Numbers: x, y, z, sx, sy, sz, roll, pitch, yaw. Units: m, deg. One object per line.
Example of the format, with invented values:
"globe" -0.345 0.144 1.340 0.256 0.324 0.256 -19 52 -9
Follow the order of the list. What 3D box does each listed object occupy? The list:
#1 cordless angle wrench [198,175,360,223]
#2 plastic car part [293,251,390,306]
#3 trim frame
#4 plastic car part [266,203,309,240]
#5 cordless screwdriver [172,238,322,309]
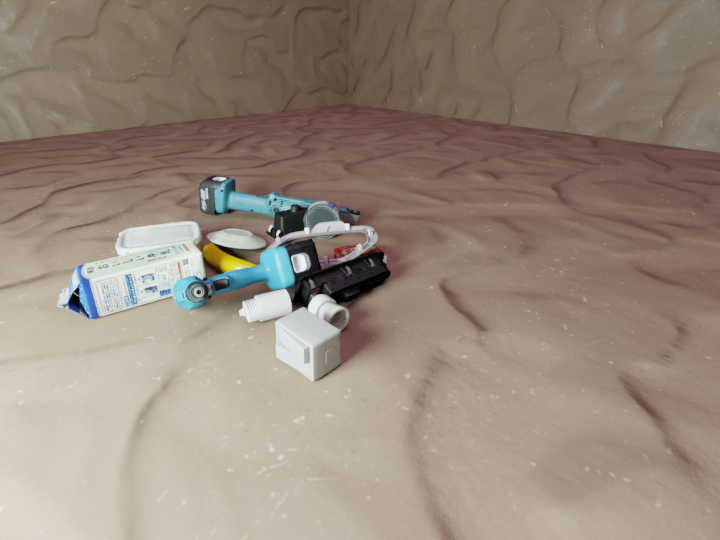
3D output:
"cordless angle wrench" -0.210 -0.167 1.093 0.432 0.096 0.074 11 28 12
"plastic car part" -0.019 0.018 0.756 0.197 0.065 0.071 -24 49 -36
"trim frame" -0.087 -0.057 0.888 0.256 0.026 0.185 -5 29 20
"plastic car part" -0.162 -0.122 1.013 0.113 0.069 0.070 -23 36 -32
"cordless screwdriver" -0.183 0.009 0.707 0.241 0.074 0.164 -17 4 -26
